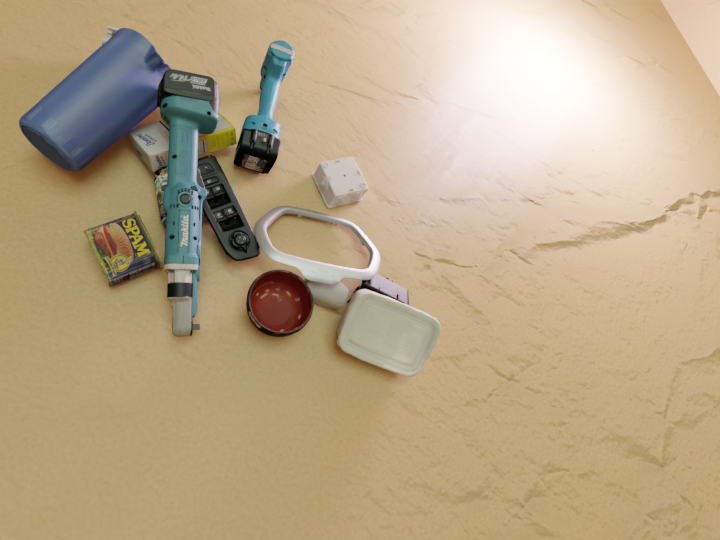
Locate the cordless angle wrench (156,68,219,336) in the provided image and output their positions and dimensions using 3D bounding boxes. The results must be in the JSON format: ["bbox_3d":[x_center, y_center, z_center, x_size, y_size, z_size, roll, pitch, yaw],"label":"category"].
[{"bbox_3d":[-0.284,-0.110,0.682,0.094,0.076,0.428,3,78,-26],"label":"cordless angle wrench"}]

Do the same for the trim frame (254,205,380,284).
[{"bbox_3d":[-0.077,-0.051,0.790,0.241,0.027,0.191,12,40,-18],"label":"trim frame"}]

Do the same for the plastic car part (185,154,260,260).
[{"bbox_3d":[-0.251,-0.101,0.755,0.064,0.068,0.206,-25,80,-38],"label":"plastic car part"}]

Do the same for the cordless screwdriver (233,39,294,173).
[{"bbox_3d":[-0.198,-0.321,0.864,0.072,0.163,0.251,14,77,-22],"label":"cordless screwdriver"}]

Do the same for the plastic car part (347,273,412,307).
[{"bbox_3d":[0.043,0.043,0.806,0.114,0.066,0.072,23,45,-14],"label":"plastic car part"}]
